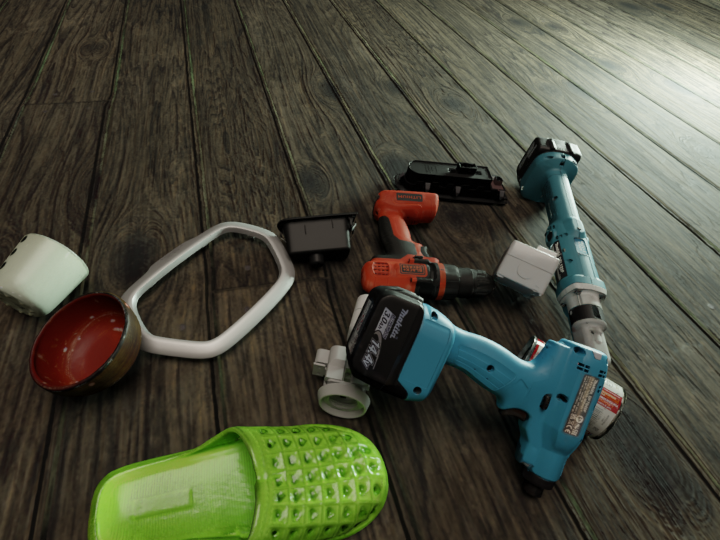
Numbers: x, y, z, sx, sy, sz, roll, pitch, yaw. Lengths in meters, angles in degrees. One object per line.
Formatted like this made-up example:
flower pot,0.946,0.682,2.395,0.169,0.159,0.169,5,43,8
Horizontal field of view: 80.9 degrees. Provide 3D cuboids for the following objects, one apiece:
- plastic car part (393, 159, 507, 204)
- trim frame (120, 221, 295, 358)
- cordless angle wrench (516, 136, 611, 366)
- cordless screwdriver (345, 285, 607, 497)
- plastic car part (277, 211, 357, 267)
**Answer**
plastic car part,0.163,-0.160,0.752,0.203,0.065,0.068,2,55,-1
trim frame,-0.201,0.017,0.574,0.191,0.027,0.246,28,53,18
cordless angle wrench,0.313,-0.046,0.644,0.074,0.096,0.432,12,51,-3
cordless screwdriver,0.106,0.118,0.427,0.248,0.074,0.159,19,91,-1
plastic car part,-0.061,-0.040,0.622,0.115,0.065,0.073,-7,64,-10
